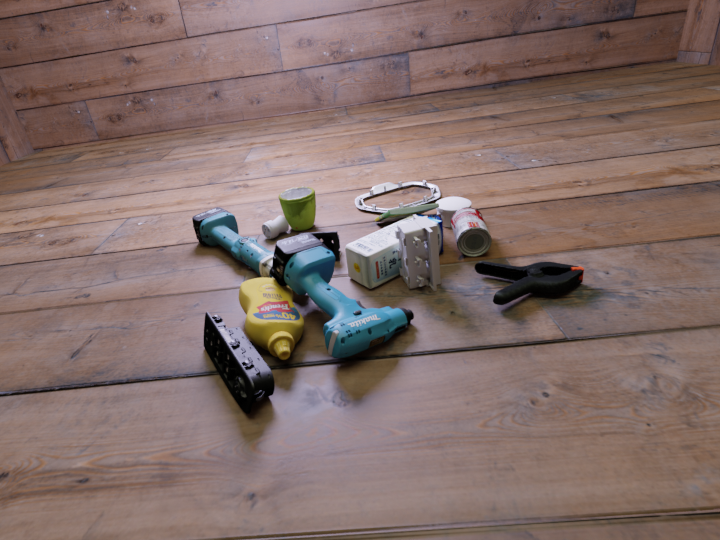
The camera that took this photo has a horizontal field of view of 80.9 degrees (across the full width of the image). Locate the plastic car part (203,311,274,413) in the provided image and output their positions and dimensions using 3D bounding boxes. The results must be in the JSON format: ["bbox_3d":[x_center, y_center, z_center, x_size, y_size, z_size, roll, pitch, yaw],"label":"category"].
[{"bbox_3d":[-0.184,0.136,0.637,0.064,0.066,0.214,6,18,-34],"label":"plastic car part"}]

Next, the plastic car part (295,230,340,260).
[{"bbox_3d":[-0.093,-0.061,0.952,0.121,0.065,0.069,2,15,23],"label":"plastic car part"}]

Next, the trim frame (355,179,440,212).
[{"bbox_3d":[0.104,-0.210,1.180,0.244,0.026,0.194,-20,31,-16],"label":"trim frame"}]

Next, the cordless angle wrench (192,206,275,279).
[{"bbox_3d":[-0.256,-0.047,0.957,0.095,0.072,0.448,-27,37,-31],"label":"cordless angle wrench"}]

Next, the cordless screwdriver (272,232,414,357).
[{"bbox_3d":[-0.038,0.031,0.720,0.153,0.073,0.263,-15,43,-33],"label":"cordless screwdriver"}]
